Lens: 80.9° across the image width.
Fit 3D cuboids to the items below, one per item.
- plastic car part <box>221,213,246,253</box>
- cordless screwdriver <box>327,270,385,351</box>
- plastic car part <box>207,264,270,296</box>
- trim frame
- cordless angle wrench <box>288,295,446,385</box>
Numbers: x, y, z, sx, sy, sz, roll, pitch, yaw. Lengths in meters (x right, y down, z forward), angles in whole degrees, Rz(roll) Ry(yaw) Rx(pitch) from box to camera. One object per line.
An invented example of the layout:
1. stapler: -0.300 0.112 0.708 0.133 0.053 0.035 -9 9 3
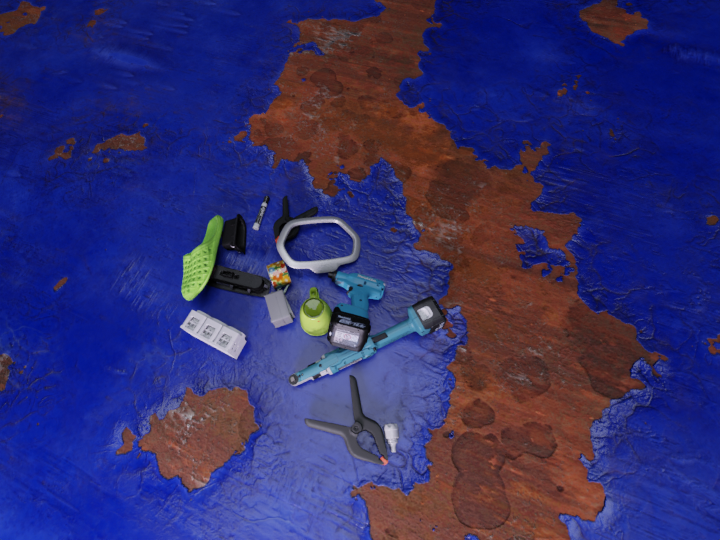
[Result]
1. plastic car part: -0.389 -0.107 1.279 0.072 0.063 0.120 -14 61 12
2. cordless screwdriver: -0.032 0.085 1.083 0.162 0.073 0.250 15 33 6
3. plastic car part: -0.354 0.022 1.210 0.206 0.065 0.067 14 60 9
4. trim frame: -0.120 -0.078 1.225 0.243 0.027 0.191 -7 59 -16
5. cordless angle wrench: 0.011 0.195 1.082 0.422 0.094 0.077 -25 67 -2
